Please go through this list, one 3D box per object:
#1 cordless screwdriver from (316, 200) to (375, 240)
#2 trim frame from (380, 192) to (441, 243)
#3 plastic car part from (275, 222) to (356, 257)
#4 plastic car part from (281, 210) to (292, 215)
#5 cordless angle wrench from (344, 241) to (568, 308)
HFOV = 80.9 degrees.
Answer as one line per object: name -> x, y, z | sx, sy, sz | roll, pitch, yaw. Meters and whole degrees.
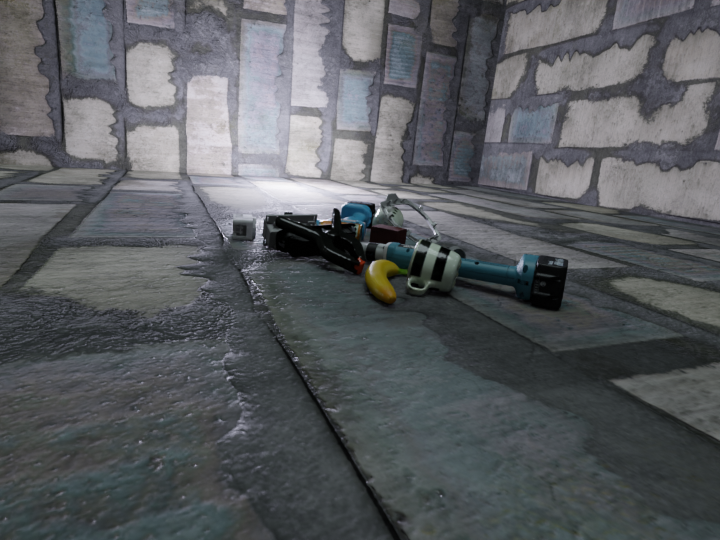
cordless screwdriver -> -0.046, -0.144, 1.208 | 0.163, 0.073, 0.247 | 8, 20, 12
trim frame -> 0.142, -0.143, 1.166 | 0.190, 0.028, 0.240 | 48, 32, 16
plastic car part -> -0.092, -0.060, 0.937 | 0.195, 0.065, 0.070 | -3, 42, -28
plastic car part -> -0.181, -0.111, 1.060 | 0.064, 0.070, 0.122 | 0, 19, -24
cordless angle wrench -> 0.157, -0.015, 0.825 | 0.443, 0.073, 0.095 | 11, 16, 29
